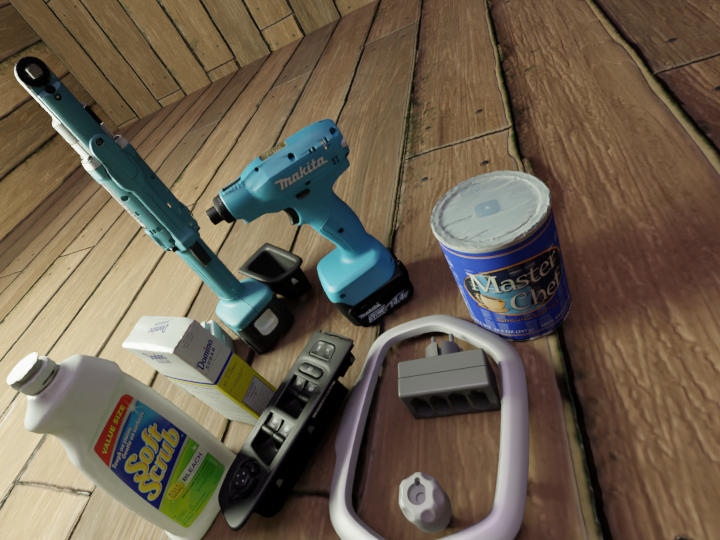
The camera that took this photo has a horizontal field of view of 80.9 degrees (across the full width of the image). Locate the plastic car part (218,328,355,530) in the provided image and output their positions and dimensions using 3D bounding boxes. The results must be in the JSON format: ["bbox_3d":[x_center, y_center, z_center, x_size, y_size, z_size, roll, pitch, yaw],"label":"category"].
[{"bbox_3d":[-0.069,0.162,0.438,0.070,0.064,0.202,11,56,43],"label":"plastic car part"}]

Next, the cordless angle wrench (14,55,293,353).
[{"bbox_3d":[-0.226,-0.054,0.505,0.074,0.402,0.103,-47,39,-19],"label":"cordless angle wrench"}]

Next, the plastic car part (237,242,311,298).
[{"bbox_3d":[-0.118,0.011,0.630,0.123,0.067,0.065,20,61,46],"label":"plastic car part"}]

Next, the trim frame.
[{"bbox_3d":[0.058,0.143,0.398,0.191,0.026,0.252,-8,45,29],"label":"trim frame"}]

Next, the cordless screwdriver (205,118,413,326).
[{"bbox_3d":[-0.048,-0.031,0.488,0.159,0.236,0.078,-32,36,1],"label":"cordless screwdriver"}]
